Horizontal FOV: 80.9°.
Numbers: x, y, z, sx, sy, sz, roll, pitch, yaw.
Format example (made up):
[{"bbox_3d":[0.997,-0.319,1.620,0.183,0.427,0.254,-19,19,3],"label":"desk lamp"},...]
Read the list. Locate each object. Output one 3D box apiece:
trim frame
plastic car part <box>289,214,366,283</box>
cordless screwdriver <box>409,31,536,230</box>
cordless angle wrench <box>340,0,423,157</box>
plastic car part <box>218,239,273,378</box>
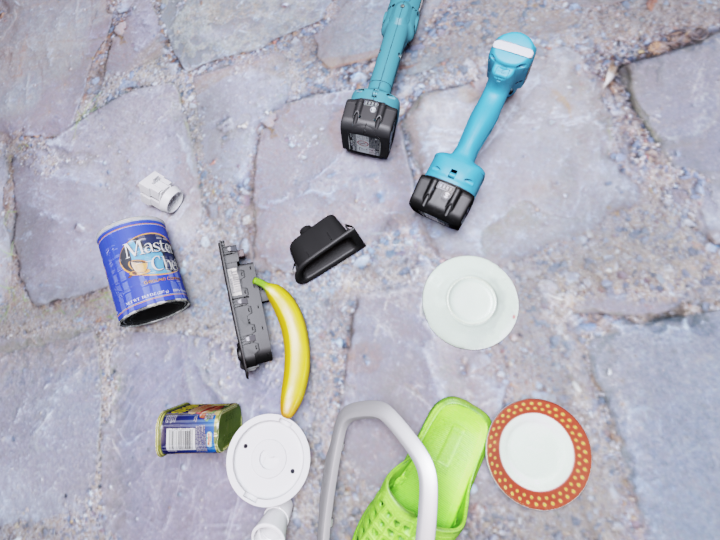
[{"bbox_3d":[0.011,0.287,0.512,0.193,0.026,0.250,0,80,44],"label":"trim frame"},{"bbox_3d":[-0.062,-0.040,0.632,0.117,0.063,0.074,-31,62,6],"label":"plastic car part"},{"bbox_3d":[0.160,-0.182,0.592,0.076,0.155,0.248,27,100,13],"label":"cordless screwdriver"},{"bbox_3d":[0.062,-0.385,0.663,0.075,0.096,0.425,15,78,6],"label":"cordless angle wrench"},{"bbox_3d":[-0.169,0.056,0.631,0.065,0.067,0.207,-6,75,-20],"label":"plastic car part"}]
